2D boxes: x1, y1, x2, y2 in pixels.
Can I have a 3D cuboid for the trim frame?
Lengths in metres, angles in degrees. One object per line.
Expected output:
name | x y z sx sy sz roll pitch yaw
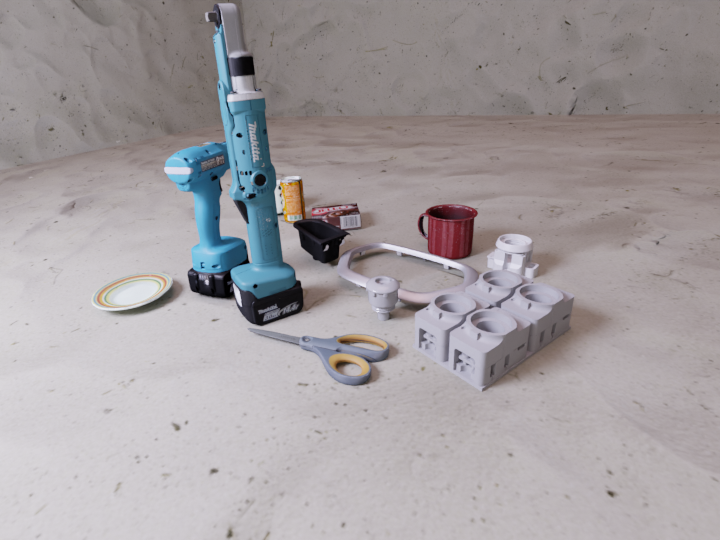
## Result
trim frame | 0.074 -0.001 0.724 0.262 0.027 0.179 16 33 36

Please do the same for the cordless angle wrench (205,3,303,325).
cordless angle wrench | -0.149 -0.127 0.582 0.095 0.412 0.078 -15 27 -27

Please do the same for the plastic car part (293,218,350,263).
plastic car part | -0.079 -0.051 0.805 0.064 0.069 0.123 -20 30 -31

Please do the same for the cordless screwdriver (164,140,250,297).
cordless screwdriver | -0.238 -0.090 0.714 0.077 0.242 0.158 5 26 18
